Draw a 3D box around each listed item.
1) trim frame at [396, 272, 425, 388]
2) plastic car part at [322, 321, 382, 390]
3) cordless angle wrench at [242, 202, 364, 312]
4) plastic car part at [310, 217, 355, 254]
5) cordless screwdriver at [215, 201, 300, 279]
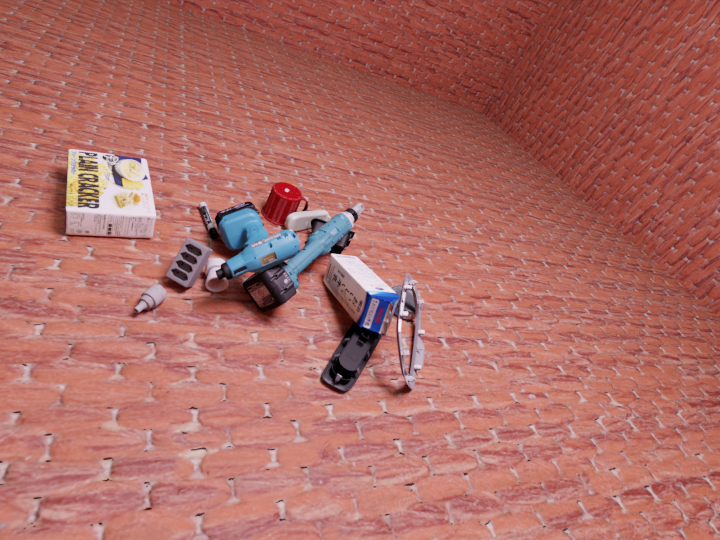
[{"bbox_3d":[0.107,0.118,0.870,0.028,0.176,0.252,-6,36,16],"label":"trim frame"},{"bbox_3d":[-0.005,0.153,0.828,0.067,0.067,0.201,38,38,1],"label":"plastic car part"},{"bbox_3d":[-0.094,-0.061,0.956,0.073,0.101,0.418,55,42,-12],"label":"cordless angle wrench"},{"bbox_3d":[-0.082,-0.078,1.081,0.115,0.065,0.072,20,50,-6],"label":"plastic car part"},{"bbox_3d":[-0.240,-0.059,0.854,0.156,0.072,0.263,-27,32,-20],"label":"cordless screwdriver"}]
